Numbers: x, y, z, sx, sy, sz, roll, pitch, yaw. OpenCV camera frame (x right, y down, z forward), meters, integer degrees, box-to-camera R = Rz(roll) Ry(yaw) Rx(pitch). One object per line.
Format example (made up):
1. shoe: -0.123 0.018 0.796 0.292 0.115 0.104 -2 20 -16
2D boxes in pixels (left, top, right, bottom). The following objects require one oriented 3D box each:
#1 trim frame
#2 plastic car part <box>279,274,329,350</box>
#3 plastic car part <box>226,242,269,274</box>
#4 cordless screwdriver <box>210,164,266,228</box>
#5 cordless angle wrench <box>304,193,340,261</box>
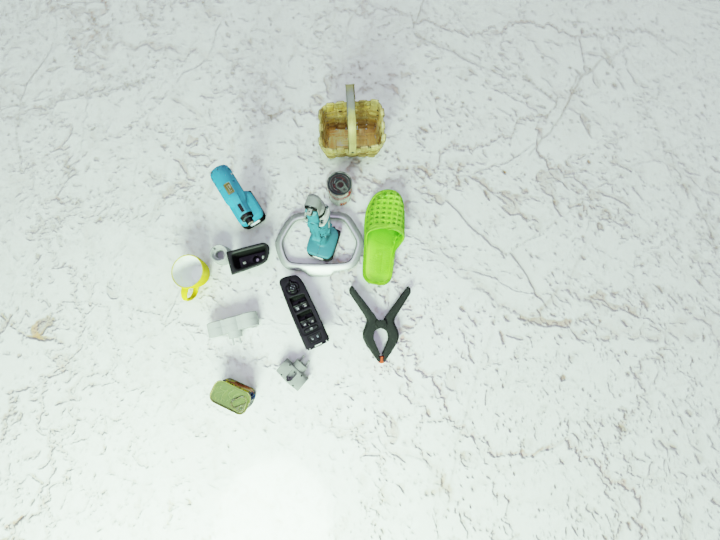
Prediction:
1. trim frame: -0.115 -0.075 1.180 0.250 0.027 0.186 -1 79 3
2. plastic car part: -0.152 0.106 1.127 0.066 0.066 0.207 -25 79 -3
3. plastic car part: -0.299 -0.032 1.161 0.116 0.070 0.067 -16 81 -1
4. cordless screwdriver: -0.302 -0.163 1.099 0.074 0.245 0.162 -32 83 -6
5. cordless angle wrench: -0.095 -0.103 0.986 0.075 0.418 0.098 18 82 1
